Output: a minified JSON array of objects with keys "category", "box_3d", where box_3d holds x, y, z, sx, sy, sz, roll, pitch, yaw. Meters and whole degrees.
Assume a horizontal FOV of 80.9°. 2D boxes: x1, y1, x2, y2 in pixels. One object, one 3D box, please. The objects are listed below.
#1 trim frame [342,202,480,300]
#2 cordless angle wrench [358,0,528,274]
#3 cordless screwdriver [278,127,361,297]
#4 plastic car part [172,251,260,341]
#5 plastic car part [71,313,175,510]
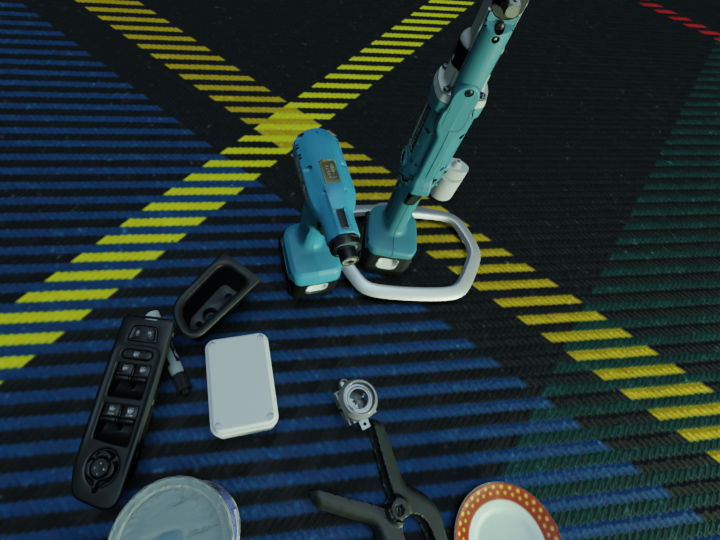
[{"category":"trim frame","box_3d":[0.071,-0.036,0.668,0.246,0.027,0.189,0,60,-7]},{"category":"cordless angle wrench","box_3d":[0.075,-0.127,0.496,0.074,0.417,0.100,10,61,-7]},{"category":"cordless screwdriver","box_3d":[-0.051,-0.034,0.525,0.073,0.245,0.165,-9,64,-17]},{"category":"plastic car part","box_3d":[-0.196,0.045,0.563,0.067,0.070,0.116,34,62,9]},{"category":"plastic car part","box_3d":[-0.271,0.157,0.491,0.066,0.066,0.207,8,60,-6]}]
